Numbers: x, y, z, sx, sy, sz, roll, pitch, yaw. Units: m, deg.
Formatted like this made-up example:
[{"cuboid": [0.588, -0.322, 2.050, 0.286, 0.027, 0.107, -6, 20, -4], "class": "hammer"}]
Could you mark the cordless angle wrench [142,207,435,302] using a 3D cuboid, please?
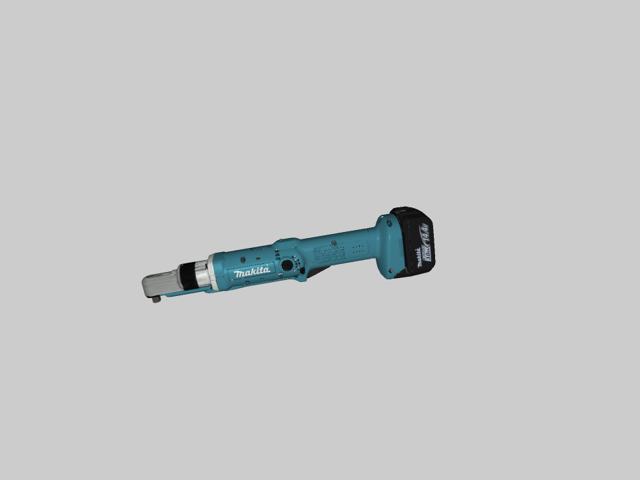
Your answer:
[{"cuboid": [-0.048, 0.031, 0.626, 0.423, 0.098, 0.074, -10, 17, -4], "class": "cordless angle wrench"}]
